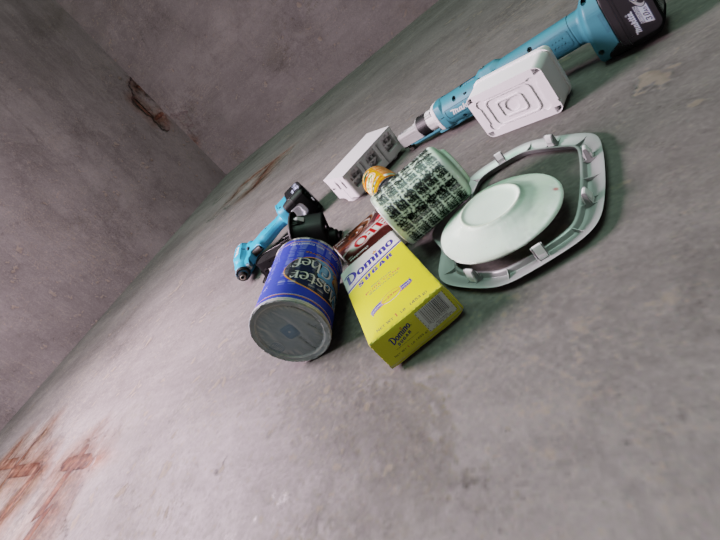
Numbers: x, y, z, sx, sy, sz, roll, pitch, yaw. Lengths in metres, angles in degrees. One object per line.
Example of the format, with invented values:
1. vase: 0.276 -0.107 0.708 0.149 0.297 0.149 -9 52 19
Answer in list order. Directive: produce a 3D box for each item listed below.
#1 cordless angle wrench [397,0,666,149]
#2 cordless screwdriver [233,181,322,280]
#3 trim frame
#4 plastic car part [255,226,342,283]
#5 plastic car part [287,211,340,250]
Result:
1. cordless angle wrench: 0.217 -0.300 0.675 0.437 0.095 0.074 -17 30 49
2. cordless screwdriver: -0.198 -0.084 0.966 0.250 0.071 0.165 -43 24 10
3. trim frame: 0.166 -0.075 0.468 0.190 0.026 0.250 -19 36 43
4. plastic car part: -0.130 -0.031 0.800 0.208 0.064 0.067 -27 34 36
5. plastic car part: -0.066 -0.043 0.678 0.072 0.112 0.067 -10 32 14
